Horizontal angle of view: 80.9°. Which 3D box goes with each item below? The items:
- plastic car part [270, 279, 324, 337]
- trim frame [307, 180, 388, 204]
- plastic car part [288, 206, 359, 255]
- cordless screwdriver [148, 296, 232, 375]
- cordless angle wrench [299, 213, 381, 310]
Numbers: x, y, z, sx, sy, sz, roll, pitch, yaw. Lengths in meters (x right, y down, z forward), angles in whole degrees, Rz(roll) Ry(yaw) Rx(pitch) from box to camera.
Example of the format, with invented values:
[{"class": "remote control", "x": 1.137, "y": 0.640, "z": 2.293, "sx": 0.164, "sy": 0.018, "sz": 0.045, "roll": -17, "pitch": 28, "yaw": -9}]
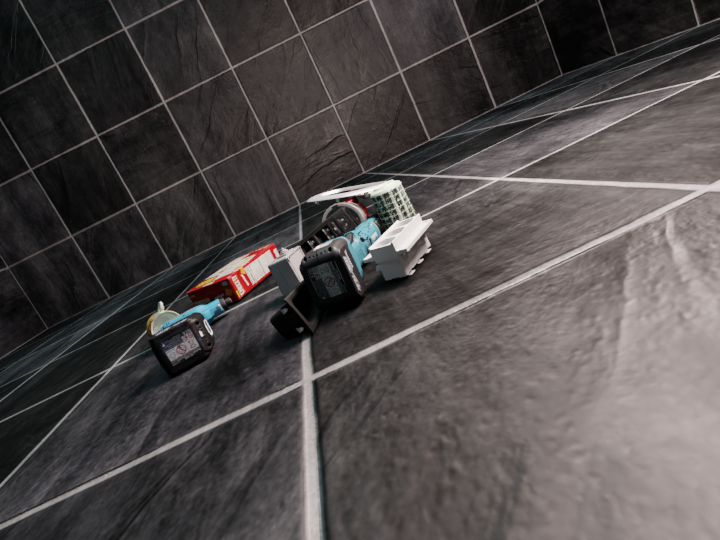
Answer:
[{"class": "plastic car part", "x": -0.103, "y": 0.065, "z": 0.665, "sx": 0.072, "sy": 0.065, "sz": 0.116, "roll": -37, "pitch": 8, "yaw": 16}, {"class": "trim frame", "x": -0.031, "y": -0.203, "z": 1.112, "sx": 0.260, "sy": 0.027, "sz": 0.179, "roll": 0, "pitch": 21, "yaw": 46}, {"class": "plastic car part", "x": -0.098, "y": -0.064, "z": 1.001, "sx": 0.204, "sy": 0.067, "sz": 0.066, "roll": -37, "pitch": -1, "yaw": 6}, {"class": "cordless screwdriver", "x": -0.323, "y": 0.110, "z": 0.836, "sx": 0.157, "sy": 0.073, "sz": 0.256, "roll": -30, "pitch": 12, "yaw": -15}, {"class": "cordless angle wrench", "x": -0.005, "y": -0.047, "z": 0.824, "sx": 0.076, "sy": 0.096, "sz": 0.420, "roll": -22, "pitch": 12, "yaw": 18}]
